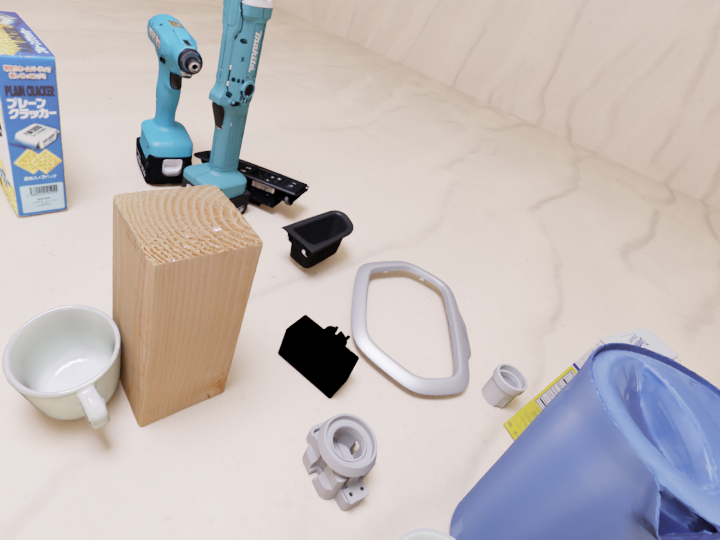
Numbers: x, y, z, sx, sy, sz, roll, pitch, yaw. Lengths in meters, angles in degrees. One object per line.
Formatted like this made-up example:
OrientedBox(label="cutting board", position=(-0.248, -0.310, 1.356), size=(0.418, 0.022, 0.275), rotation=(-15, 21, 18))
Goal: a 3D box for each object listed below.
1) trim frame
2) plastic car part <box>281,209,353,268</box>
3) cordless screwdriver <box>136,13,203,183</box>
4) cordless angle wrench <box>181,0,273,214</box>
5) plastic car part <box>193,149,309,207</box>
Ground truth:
OrientedBox(label="trim frame", position=(0.074, 0.069, 0.606), size=(0.182, 0.027, 0.254), rotation=(15, 36, -7))
OrientedBox(label="plastic car part", position=(-0.063, -0.041, 0.647), size=(0.069, 0.070, 0.113), rotation=(40, 40, 22))
OrientedBox(label="cordless screwdriver", position=(-0.291, -0.244, 0.653), size=(0.071, 0.246, 0.168), rotation=(-8, 46, -37))
OrientedBox(label="cordless angle wrench", position=(-0.172, -0.254, 0.576), size=(0.077, 0.418, 0.096), rotation=(36, 37, 16))
OrientedBox(label="plastic car part", position=(-0.195, -0.157, 0.738), size=(0.206, 0.066, 0.066), rotation=(26, 36, 7))
